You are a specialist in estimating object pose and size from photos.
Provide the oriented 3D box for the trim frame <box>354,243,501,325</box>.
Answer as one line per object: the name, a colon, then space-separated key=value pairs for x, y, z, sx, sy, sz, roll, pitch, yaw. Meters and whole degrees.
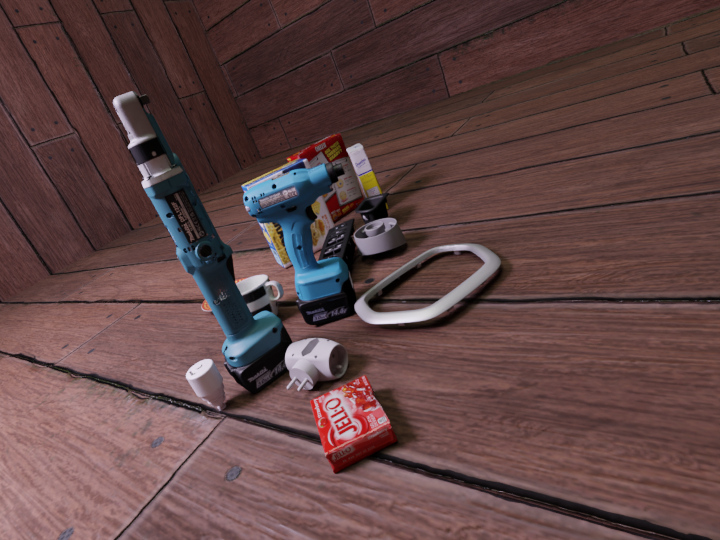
trim frame: x=0.103 y=0.017 z=0.665 sx=0.244 sy=0.027 sz=0.193 roll=-35 pitch=26 yaw=-26

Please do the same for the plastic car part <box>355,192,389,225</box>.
plastic car part: x=0.032 y=-0.128 z=0.986 sx=0.068 sy=0.069 sz=0.116 roll=-12 pitch=25 yaw=25

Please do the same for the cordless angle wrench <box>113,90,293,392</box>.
cordless angle wrench: x=-0.213 y=-0.029 z=0.570 sx=0.096 sy=0.410 sz=0.078 roll=-31 pitch=21 yaw=-25

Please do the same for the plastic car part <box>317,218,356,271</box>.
plastic car part: x=-0.045 y=-0.033 z=0.860 sx=0.068 sy=0.065 sz=0.205 roll=-16 pitch=24 yaw=16

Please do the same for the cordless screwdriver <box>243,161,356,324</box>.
cordless screwdriver: x=-0.066 y=-0.043 z=0.680 sx=0.161 sy=0.241 sz=0.076 roll=-19 pitch=20 yaw=8
